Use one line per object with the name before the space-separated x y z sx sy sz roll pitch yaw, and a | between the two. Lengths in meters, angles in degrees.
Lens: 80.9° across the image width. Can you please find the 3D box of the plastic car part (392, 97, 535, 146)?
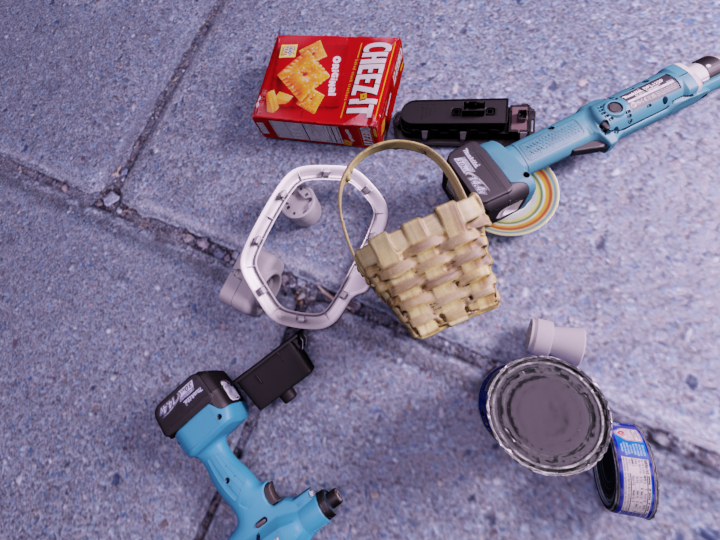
plastic car part | 0.144 -0.218 0.616 0.210 0.064 0.067 5 82 20

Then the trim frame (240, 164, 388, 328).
trim frame | -0.059 -0.038 0.600 0.181 0.028 0.249 29 78 -8

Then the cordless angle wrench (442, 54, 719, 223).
cordless angle wrench | 0.313 -0.189 0.541 0.422 0.072 0.101 -26 69 -1

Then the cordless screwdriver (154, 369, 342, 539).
cordless screwdriver | -0.148 0.242 0.547 0.159 0.072 0.257 -38 71 2

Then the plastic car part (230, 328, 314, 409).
plastic car part | -0.109 0.142 0.576 0.116 0.065 0.072 -41 84 0
